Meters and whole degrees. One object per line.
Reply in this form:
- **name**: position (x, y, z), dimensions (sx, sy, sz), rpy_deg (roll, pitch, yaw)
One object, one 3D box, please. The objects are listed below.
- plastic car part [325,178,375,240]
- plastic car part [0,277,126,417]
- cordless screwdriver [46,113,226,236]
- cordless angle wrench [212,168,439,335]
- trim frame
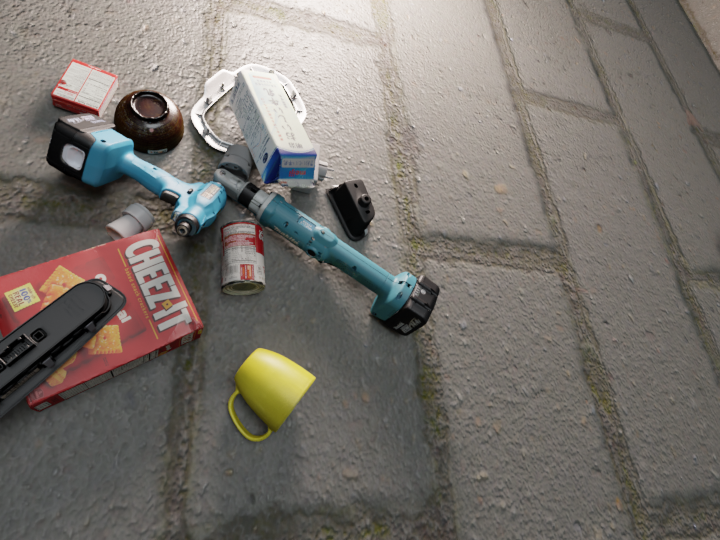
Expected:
- **plastic car part**: position (-0.006, -0.122, 0.780), dimensions (0.064, 0.071, 0.120), rpy_deg (-15, 71, -27)
- **plastic car part**: position (-0.358, 0.078, 0.467), dimensions (0.067, 0.067, 0.201), rpy_deg (39, 55, 2)
- **cordless screwdriver**: position (-0.326, -0.132, 0.617), dimensions (0.244, 0.074, 0.163), rpy_deg (26, 23, -11)
- **cordless angle wrench**: position (-0.069, -0.045, 0.710), dimensions (0.423, 0.098, 0.074), rpy_deg (34, 55, 0)
- **trim frame**: position (-0.210, -0.314, 0.816), dimensions (0.184, 0.028, 0.248), rpy_deg (35, 60, -2)
